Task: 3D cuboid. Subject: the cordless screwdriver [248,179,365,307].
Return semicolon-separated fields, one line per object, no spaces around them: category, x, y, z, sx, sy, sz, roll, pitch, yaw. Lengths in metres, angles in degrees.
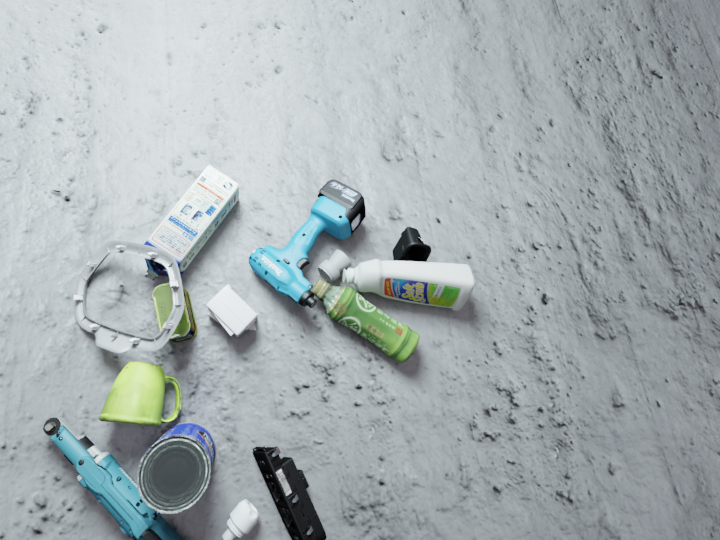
cordless screwdriver;-0.080;-0.053;0.822;0.166;0.071;0.247;36;72;23

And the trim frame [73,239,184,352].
trim frame;-0.401;0.043;0.721;0.258;0.026;0.185;11;85;21

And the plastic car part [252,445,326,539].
plastic car part;-0.117;0.392;0.724;0.064;0.068;0.207;-14;75;-43

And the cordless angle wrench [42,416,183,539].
cordless angle wrench;-0.350;0.387;0.667;0.429;0.097;0.074;42;70;7

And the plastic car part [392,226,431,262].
plastic car part;0.099;-0.045;0.866;0.064;0.114;0.074;-1;53;-15
